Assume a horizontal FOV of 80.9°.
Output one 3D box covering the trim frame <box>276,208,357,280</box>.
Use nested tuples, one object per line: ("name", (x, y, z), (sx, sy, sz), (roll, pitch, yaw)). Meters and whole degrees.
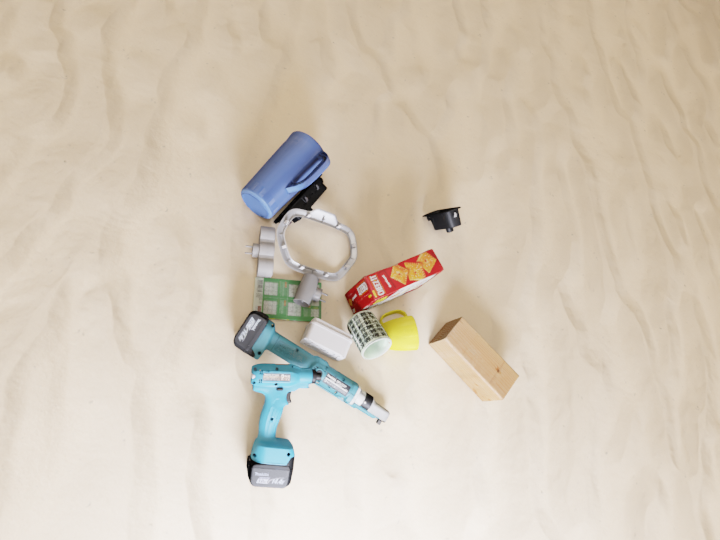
("trim frame", (-0.111, -0.073, 1.138), (0.239, 0.028, 0.186), (18, 71, -23))

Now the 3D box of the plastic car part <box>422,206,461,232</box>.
("plastic car part", (0.253, -0.148, 1.260), (0.064, 0.121, 0.070), (-23, 103, -24))

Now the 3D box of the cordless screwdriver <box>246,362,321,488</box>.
("cordless screwdriver", (-0.170, 0.335, 0.933), (0.156, 0.075, 0.251), (4, 81, -13))

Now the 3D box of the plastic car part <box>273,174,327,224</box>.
("plastic car part", (-0.156, -0.195, 1.186), (0.066, 0.068, 0.203), (38, 63, -13))

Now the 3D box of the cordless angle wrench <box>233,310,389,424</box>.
("cordless angle wrench", (-0.106, 0.243, 1.019), (0.419, 0.075, 0.098), (33, 82, -5))
